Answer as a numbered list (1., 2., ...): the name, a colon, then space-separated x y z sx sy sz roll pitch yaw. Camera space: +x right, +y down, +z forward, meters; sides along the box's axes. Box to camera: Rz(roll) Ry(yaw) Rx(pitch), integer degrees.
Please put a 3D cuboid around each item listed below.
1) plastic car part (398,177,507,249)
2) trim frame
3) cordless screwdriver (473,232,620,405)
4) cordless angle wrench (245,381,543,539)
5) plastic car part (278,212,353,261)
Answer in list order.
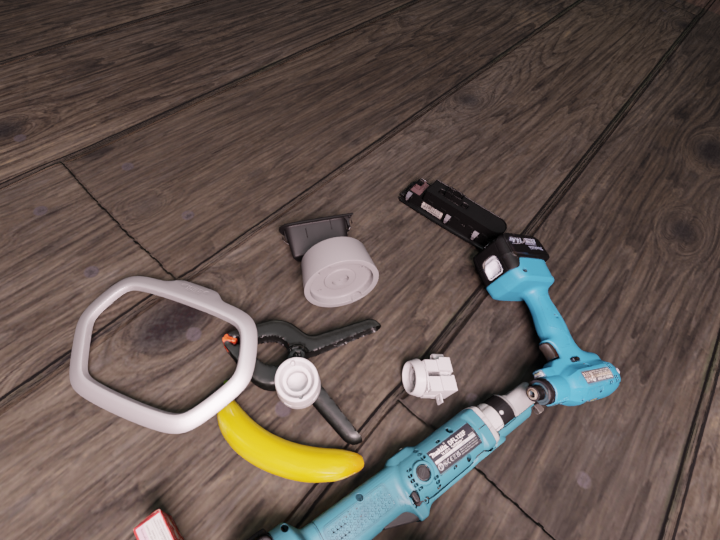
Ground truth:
1. plastic car part: 0.173 -0.105 0.746 0.209 0.066 0.065 38 50 15
2. trim frame: -0.250 0.094 0.536 0.255 0.026 0.186 15 62 13
3. cordless screwdriver: 0.245 0.066 0.606 0.153 0.074 0.259 -1 56 -30
4. cordless angle wrench: 0.062 0.236 0.477 0.412 0.073 0.102 -25 63 -26
5. plastic car part: -0.065 -0.043 0.668 0.114 0.065 0.073 -13 73 -15
